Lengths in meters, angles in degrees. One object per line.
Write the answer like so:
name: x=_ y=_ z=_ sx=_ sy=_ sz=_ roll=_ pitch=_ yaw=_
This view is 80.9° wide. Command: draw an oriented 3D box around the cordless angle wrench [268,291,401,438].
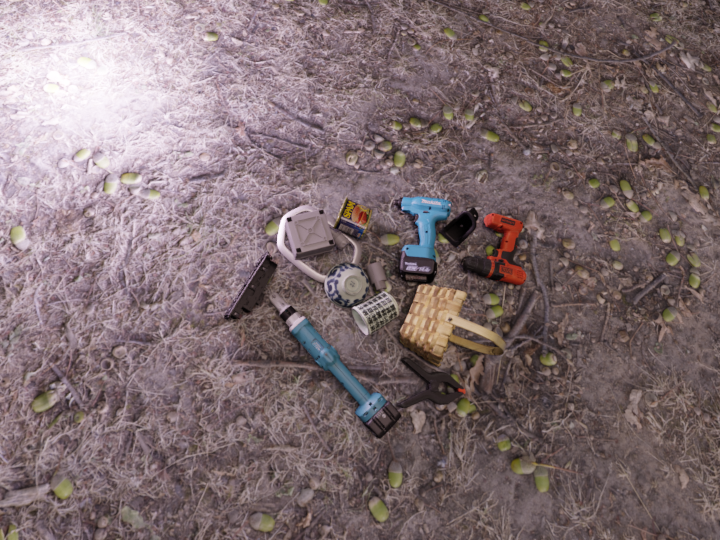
cordless angle wrench: x=-0.082 y=0.211 z=1.028 sx=0.074 sy=0.096 sz=0.434 roll=-40 pitch=76 yaw=-16

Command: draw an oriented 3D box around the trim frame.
trim frame: x=-0.113 y=-0.074 z=1.159 sx=0.253 sy=0.027 sz=0.183 roll=36 pitch=71 yaw=8

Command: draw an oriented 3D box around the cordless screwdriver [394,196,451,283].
cordless screwdriver: x=0.152 y=-0.095 z=1.169 sx=0.164 sy=0.071 sz=0.251 roll=9 pitch=68 yaw=17

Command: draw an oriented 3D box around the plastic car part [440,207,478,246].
plastic car part: x=0.293 y=-0.132 z=1.191 sx=0.067 sy=0.117 sz=0.070 roll=45 pitch=47 yaw=5

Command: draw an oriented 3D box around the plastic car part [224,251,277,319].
plastic car part: x=-0.271 y=0.042 z=1.079 sx=0.066 sy=0.067 sz=0.204 roll=27 pitch=69 yaw=-10
